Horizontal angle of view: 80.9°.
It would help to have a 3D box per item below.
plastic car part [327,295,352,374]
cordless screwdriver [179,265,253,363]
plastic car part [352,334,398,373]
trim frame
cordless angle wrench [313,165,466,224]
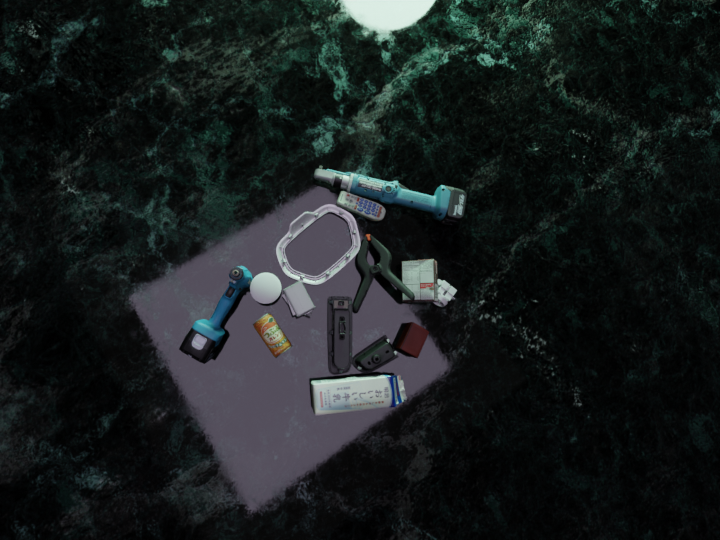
[{"bbox_3d":[-0.048,0.168,1.098,0.065,0.068,0.205,3,80,-14],"label":"plastic car part"},{"bbox_3d":[-0.347,0.100,1.038,0.074,0.159,0.249,29,79,-3],"label":"cordless screwdriver"},{"bbox_3d":[0.041,0.223,1.086,0.115,0.071,0.067,-29,83,-14],"label":"plastic car part"},{"bbox_3d":[-0.114,-0.074,1.161,0.247,0.027,0.187,-41,83,-10],"label":"trim frame"},{"bbox_3d":[0.075,-0.221,1.187,0.424,0.073,0.099,14,78,1],"label":"cordless angle wrench"}]
